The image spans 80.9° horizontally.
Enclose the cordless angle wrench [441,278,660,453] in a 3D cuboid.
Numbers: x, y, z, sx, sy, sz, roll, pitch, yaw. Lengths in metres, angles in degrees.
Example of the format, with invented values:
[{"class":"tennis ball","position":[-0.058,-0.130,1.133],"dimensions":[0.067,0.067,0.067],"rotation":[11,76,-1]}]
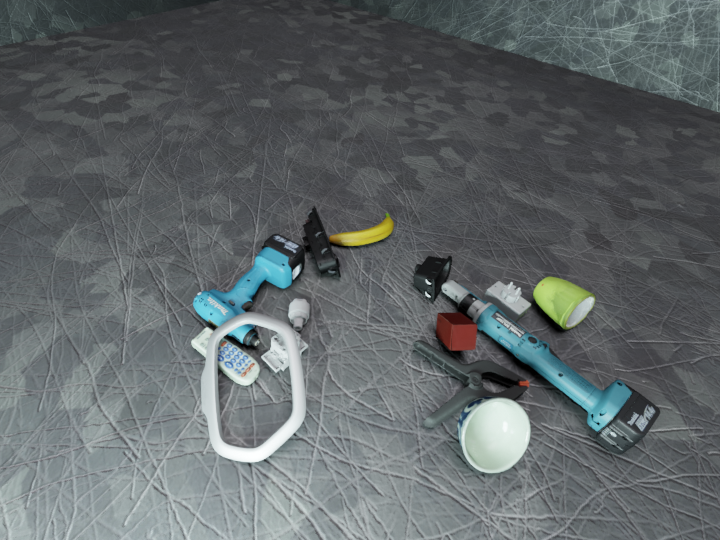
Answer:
[{"class":"cordless angle wrench","position":[0.330,0.153,0.830],"dimensions":[0.095,0.072,0.446],"rotation":[-27,51,-31]}]

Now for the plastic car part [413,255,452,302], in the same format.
[{"class":"plastic car part","position":[0.158,0.007,0.968],"dimensions":[0.074,0.064,0.115],"rotation":[13,40,24]}]

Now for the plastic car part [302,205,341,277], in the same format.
[{"class":"plastic car part","position":[-0.098,-0.064,1.005],"dimensions":[0.066,0.064,0.213],"rotation":[-19,49,-13]}]

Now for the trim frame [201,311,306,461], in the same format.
[{"class":"trim frame","position":[-0.187,0.187,0.718],"dimensions":[0.185,0.026,0.257],"rotation":[-15,62,2]}]

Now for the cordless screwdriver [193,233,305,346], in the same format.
[{"class":"cordless screwdriver","position":[-0.205,0.039,0.883],"dimensions":[0.166,0.072,0.246],"rotation":[29,53,21]}]
